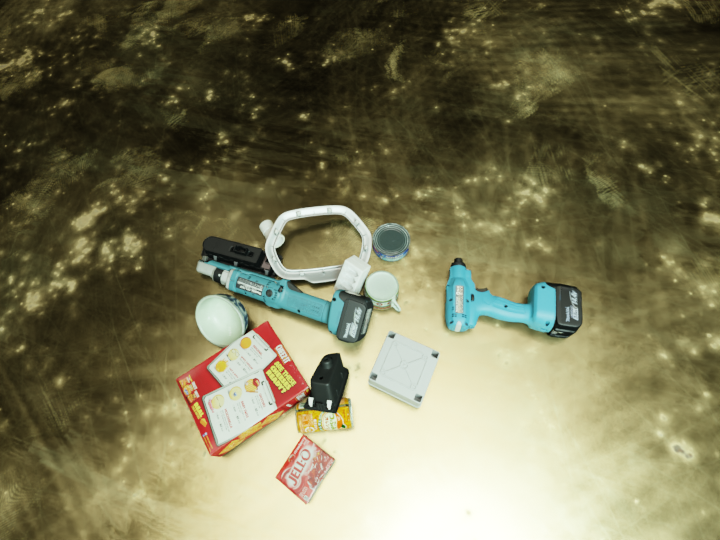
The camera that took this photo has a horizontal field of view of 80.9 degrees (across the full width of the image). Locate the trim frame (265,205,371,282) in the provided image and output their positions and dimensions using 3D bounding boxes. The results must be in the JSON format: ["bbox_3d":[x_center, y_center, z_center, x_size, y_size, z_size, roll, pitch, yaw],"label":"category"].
[{"bbox_3d":[-0.095,-0.062,0.976,0.246,0.027,0.188,-6,75,-7],"label":"trim frame"}]

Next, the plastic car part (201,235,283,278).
[{"bbox_3d":[-0.292,-0.037,0.997,0.209,0.064,0.067,13,71,16],"label":"plastic car part"}]

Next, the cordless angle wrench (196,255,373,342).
[{"bbox_3d":[-0.186,0.047,0.926,0.438,0.072,0.098,16,92,20],"label":"cordless angle wrench"}]

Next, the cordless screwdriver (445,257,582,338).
[{"bbox_3d":[0.304,0.052,0.866,0.254,0.071,0.162,3,63,13],"label":"cordless screwdriver"}]

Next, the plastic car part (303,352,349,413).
[{"bbox_3d":[-0.063,0.202,0.807,0.068,0.068,0.117,1,32,17],"label":"plastic car part"}]
